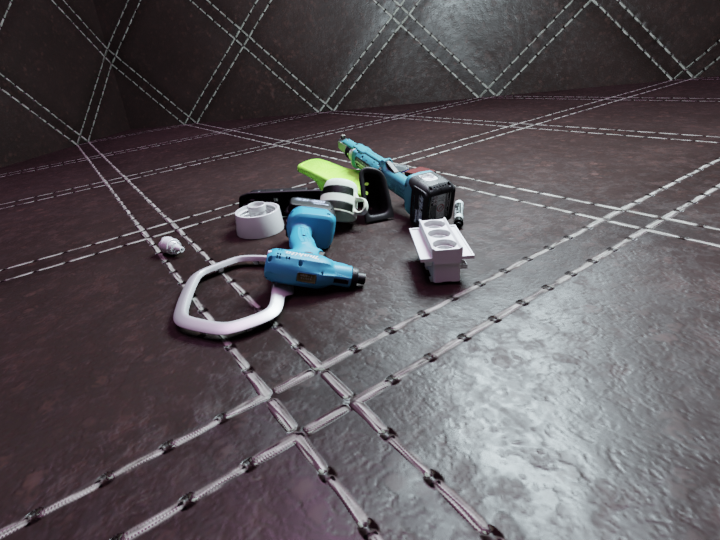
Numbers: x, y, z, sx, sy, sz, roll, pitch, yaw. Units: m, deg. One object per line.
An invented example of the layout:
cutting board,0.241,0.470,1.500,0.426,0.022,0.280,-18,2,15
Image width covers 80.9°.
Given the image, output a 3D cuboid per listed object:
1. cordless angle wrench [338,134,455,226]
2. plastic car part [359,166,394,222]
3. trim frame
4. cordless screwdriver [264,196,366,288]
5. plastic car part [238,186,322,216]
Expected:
cordless angle wrench,0.051,-0.234,0.988,0.072,0.095,0.447,-17,38,-22
plastic car part,0.024,-0.167,0.936,0.065,0.116,0.072,-11,2,-12
trim frame,-0.201,0.032,0.684,0.183,0.027,0.257,-11,26,-5
cordless screwdriver,-0.074,-0.048,0.754,0.158,0.073,0.255,7,29,-5
plastic car part,-0.188,-0.168,0.997,0.204,0.064,0.069,-4,42,3
